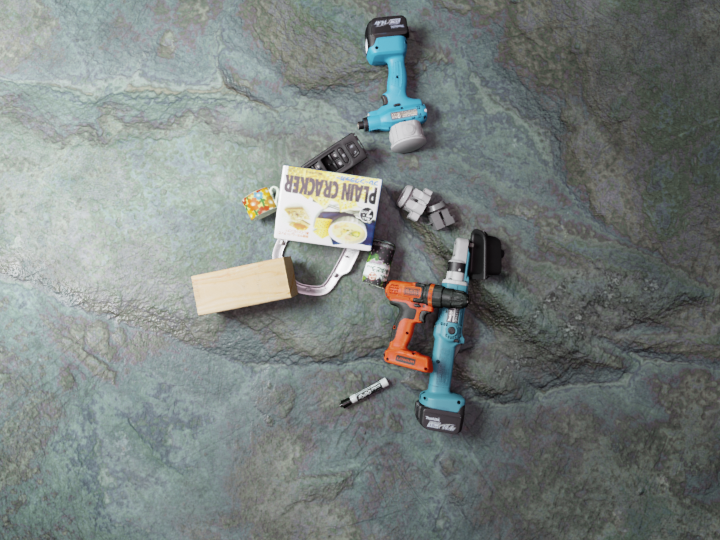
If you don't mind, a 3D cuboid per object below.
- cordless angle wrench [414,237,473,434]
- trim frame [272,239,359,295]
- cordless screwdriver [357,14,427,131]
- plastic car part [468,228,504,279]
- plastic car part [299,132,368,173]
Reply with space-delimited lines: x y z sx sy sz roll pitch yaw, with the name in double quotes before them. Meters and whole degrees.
"cordless angle wrench" 0.199 0.134 0.946 0.098 0.074 0.425 9 84 0
"trim frame" -0.096 -0.063 0.982 0.185 0.027 0.248 27 86 1
"cordless screwdriver" 0.053 -0.448 0.982 0.159 0.074 0.248 -11 91 -1
"plastic car part" 0.292 -0.034 0.963 0.069 0.067 0.117 9 84 -17
"plastic car part" -0.088 -0.235 0.969 0.203 0.069 0.064 -33 110 2
